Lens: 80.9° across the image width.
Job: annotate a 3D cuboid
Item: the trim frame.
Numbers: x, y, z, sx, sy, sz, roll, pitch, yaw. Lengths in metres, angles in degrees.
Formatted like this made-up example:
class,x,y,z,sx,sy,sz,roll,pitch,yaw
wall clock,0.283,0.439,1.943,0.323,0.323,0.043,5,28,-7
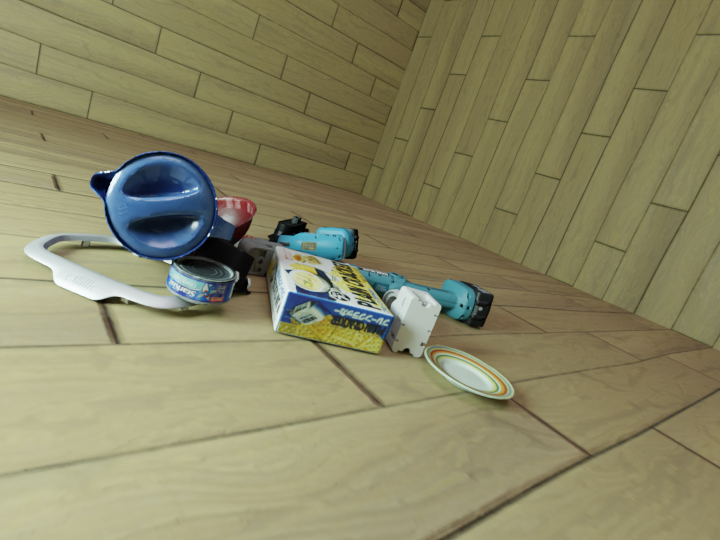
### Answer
class,x,y,z,sx,sy,sz,roll,pitch,yaw
trim frame,-0.318,-0.002,0.573,0.251,0.027,0.183,22,13,4

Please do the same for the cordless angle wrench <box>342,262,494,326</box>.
class,x,y,z,sx,sy,sz,roll,pitch,yaw
cordless angle wrench,0.065,0.032,0.863,0.412,0.074,0.101,12,12,-15

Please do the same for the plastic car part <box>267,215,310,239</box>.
class,x,y,z,sx,sy,sz,roll,pitch,yaw
plastic car part,-0.177,-0.105,1.094,0.067,0.067,0.201,28,17,3

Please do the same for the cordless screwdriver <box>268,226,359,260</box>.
class,x,y,z,sx,sy,sz,roll,pitch,yaw
cordless screwdriver,-0.093,-0.061,0.946,0.163,0.074,0.244,4,6,11

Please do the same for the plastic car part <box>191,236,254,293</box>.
class,x,y,z,sx,sy,sz,roll,pitch,yaw
plastic car part,-0.214,-0.021,0.661,0.122,0.071,0.063,28,-8,25
